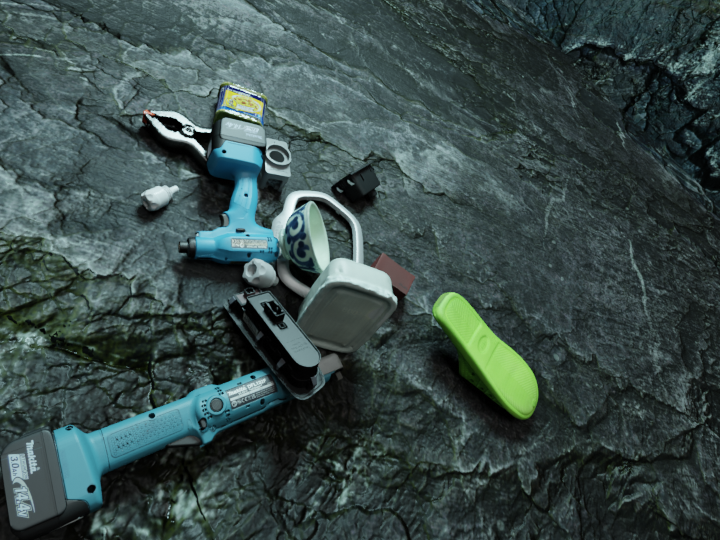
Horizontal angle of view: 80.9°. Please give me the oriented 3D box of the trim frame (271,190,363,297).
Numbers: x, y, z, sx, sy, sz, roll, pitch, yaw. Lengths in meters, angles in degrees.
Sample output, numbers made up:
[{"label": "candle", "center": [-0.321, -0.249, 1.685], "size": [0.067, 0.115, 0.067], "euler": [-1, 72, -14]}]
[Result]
[{"label": "trim frame", "center": [-0.077, -0.050, 0.786], "size": [0.178, 0.028, 0.255], "euler": [15, 55, -20]}]

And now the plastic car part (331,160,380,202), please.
[{"label": "plastic car part", "center": [0.005, -0.185, 0.905], "size": [0.114, 0.068, 0.070], "euler": [-36, 97, -43]}]

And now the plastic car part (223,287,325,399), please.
[{"label": "plastic car part", "center": [-0.117, 0.088, 0.603], "size": [0.063, 0.066, 0.213], "euler": [-7, 43, -45]}]

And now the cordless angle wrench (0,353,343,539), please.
[{"label": "cordless angle wrench", "center": [-0.191, 0.181, 0.540], "size": [0.407, 0.075, 0.101], "euler": [-14, 68, -37]}]

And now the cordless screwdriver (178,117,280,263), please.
[{"label": "cordless screwdriver", "center": [-0.226, -0.131, 0.711], "size": [0.153, 0.076, 0.254], "euler": [1, 71, -29]}]
